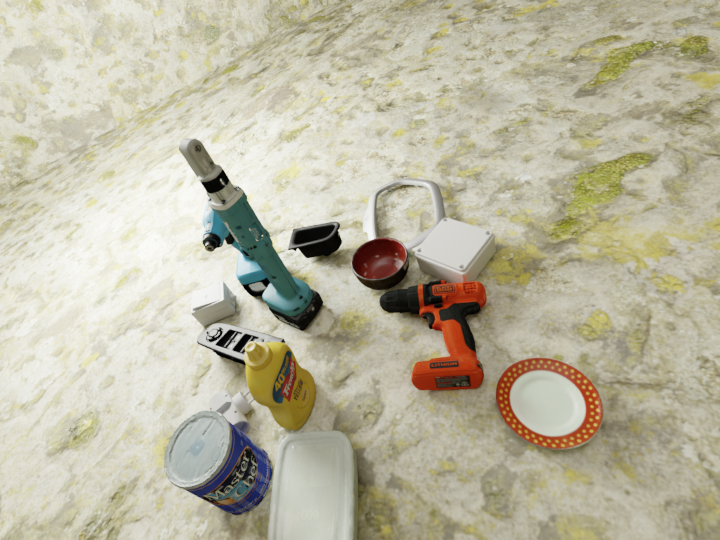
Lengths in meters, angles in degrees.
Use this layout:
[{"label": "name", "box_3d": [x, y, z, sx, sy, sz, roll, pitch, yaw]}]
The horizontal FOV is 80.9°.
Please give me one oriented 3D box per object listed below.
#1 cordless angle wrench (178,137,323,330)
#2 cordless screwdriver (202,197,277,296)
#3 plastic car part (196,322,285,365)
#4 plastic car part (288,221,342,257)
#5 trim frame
[{"label": "cordless angle wrench", "box_3d": [-0.182, -0.048, 0.728, 0.103, 0.402, 0.074, 17, 57, 35]}, {"label": "cordless screwdriver", "box_3d": [-0.244, -0.034, 0.863, 0.075, 0.236, 0.165, -15, 45, 9]}, {"label": "plastic car part", "box_3d": [-0.228, 0.148, 0.812, 0.213, 0.064, 0.066, 10, 54, 32]}, {"label": "plastic car part", "box_3d": [-0.092, -0.060, 0.937, 0.120, 0.067, 0.067, -8, 47, 18]}, {"label": "trim frame", "box_3d": [0.092, -0.129, 0.945, 0.188, 0.026, 0.256, -12, 46, 15]}]
